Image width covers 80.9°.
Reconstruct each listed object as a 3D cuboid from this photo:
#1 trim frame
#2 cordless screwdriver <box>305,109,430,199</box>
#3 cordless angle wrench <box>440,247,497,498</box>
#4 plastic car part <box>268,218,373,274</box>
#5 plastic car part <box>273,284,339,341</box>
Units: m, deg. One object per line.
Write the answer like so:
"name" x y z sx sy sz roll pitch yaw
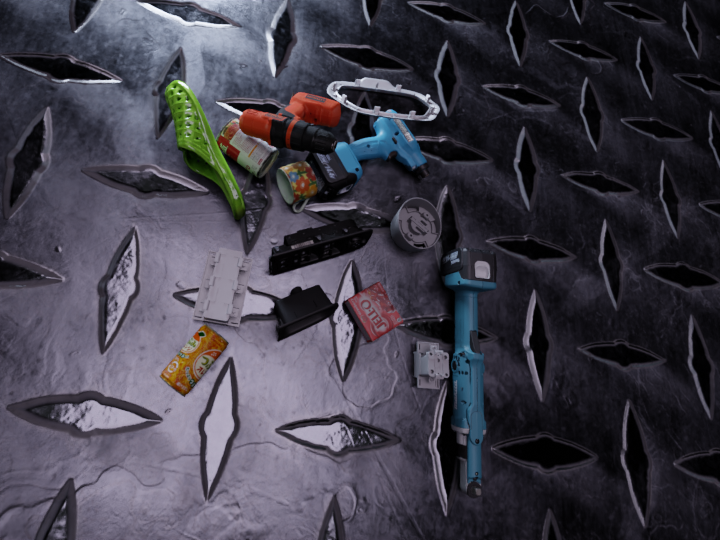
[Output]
"trim frame" 0.051 -0.364 0.893 0.244 0.027 0.192 1 41 -11
"cordless screwdriver" 0.019 -0.216 0.851 0.244 0.075 0.161 -31 83 -24
"cordless angle wrench" 0.196 0.173 0.765 0.073 0.099 0.428 7 76 -14
"plastic car part" -0.077 -0.050 0.787 0.199 0.064 0.070 -13 53 -16
"plastic car part" -0.106 0.064 0.744 0.114 0.065 0.073 -26 68 -23
